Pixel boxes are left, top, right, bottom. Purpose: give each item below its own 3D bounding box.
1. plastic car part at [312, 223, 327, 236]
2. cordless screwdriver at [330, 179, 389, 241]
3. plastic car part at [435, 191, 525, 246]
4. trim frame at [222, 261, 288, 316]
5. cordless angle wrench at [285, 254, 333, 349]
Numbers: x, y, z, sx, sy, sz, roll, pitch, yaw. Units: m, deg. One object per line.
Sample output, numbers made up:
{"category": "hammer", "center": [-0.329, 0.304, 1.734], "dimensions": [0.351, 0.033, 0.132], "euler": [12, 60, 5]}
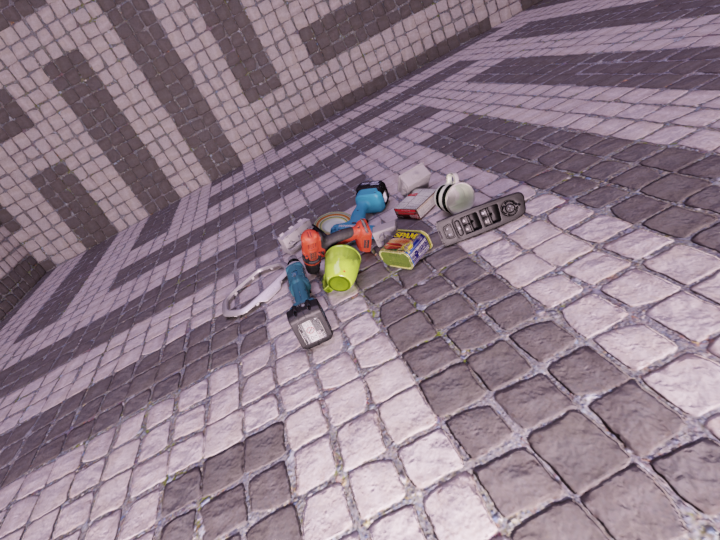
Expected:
{"category": "plastic car part", "center": [-0.123, -0.081, 1.260], "dimensions": [0.071, 0.062, 0.123], "euler": [-53, 44, 3]}
{"category": "cordless screwdriver", "center": [0.026, -0.177, 1.285], "dimensions": [0.166, 0.071, 0.249], "euler": [2, 44, 30]}
{"category": "plastic car part", "center": [0.283, -0.123, 0.995], "dimensions": [0.207, 0.066, 0.066], "euler": [-21, 2, 16]}
{"category": "trim frame", "center": [-0.311, 0.053, 1.258], "dimensions": [0.194, 0.026, 0.245], "euler": [6, 42, 47]}
{"category": "cordless angle wrench", "center": [-0.154, 0.043, 1.079], "dimensions": [0.074, 0.094, 0.439], "euler": [-26, 26, -3]}
